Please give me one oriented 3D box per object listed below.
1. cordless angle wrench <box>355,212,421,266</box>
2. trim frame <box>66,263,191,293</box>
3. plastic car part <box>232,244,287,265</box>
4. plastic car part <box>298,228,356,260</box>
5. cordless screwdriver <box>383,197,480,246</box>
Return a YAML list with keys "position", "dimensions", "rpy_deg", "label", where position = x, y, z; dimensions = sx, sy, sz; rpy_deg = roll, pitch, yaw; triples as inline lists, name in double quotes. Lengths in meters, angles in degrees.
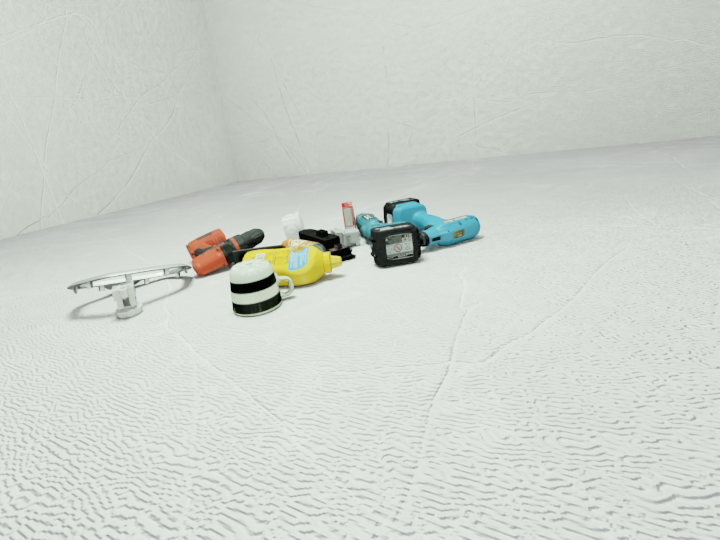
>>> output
- position: [0.035, -0.100, 1.022]
  dimensions: [0.097, 0.073, 0.434]
  rpy_deg: [-10, 16, -7]
  label: "cordless angle wrench"
- position: [-0.472, 0.017, 0.884]
  dimensions: [0.191, 0.027, 0.238]
  rpy_deg: [-12, 2, 44]
  label: "trim frame"
- position: [-0.218, -0.019, 0.918]
  dimensions: [0.113, 0.066, 0.073]
  rpy_deg: [-11, 2, -20]
  label: "plastic car part"
- position: [-0.096, -0.063, 0.986]
  dimensions: [0.065, 0.065, 0.213]
  rpy_deg: [-25, 21, -27]
  label: "plastic car part"
- position: [0.135, -0.109, 0.997]
  dimensions: [0.155, 0.072, 0.262]
  rpy_deg: [-17, 23, -23]
  label: "cordless screwdriver"
